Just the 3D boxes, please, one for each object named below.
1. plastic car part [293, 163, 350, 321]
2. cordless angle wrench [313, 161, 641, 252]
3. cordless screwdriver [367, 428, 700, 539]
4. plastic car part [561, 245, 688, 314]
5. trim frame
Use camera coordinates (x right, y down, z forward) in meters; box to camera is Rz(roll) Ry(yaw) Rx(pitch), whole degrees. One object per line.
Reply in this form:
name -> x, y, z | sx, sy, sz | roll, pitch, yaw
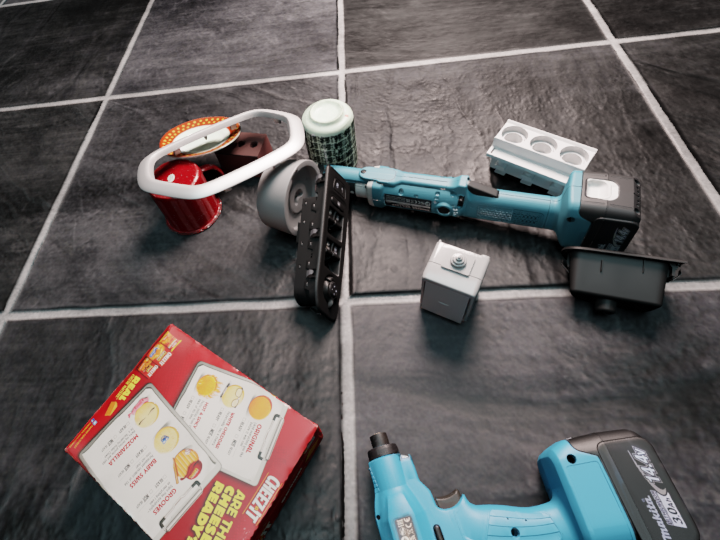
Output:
plastic car part -> -0.055, -0.036, 0.561 | 0.069, 0.063, 0.207 | -8, 68, 18
cordless angle wrench -> 0.123, -0.104, 0.584 | 0.439, 0.094, 0.075 | 13, 60, 21
cordless screwdriver -> 0.135, 0.205, 0.390 | 0.249, 0.071, 0.166 | -18, 57, 1
plastic car part -> 0.297, 0.017, 0.495 | 0.120, 0.063, 0.072 | 7, 73, 16
trim frame -> -0.191, -0.169, 0.594 | 0.245, 0.026, 0.195 | -35, 51, -21
